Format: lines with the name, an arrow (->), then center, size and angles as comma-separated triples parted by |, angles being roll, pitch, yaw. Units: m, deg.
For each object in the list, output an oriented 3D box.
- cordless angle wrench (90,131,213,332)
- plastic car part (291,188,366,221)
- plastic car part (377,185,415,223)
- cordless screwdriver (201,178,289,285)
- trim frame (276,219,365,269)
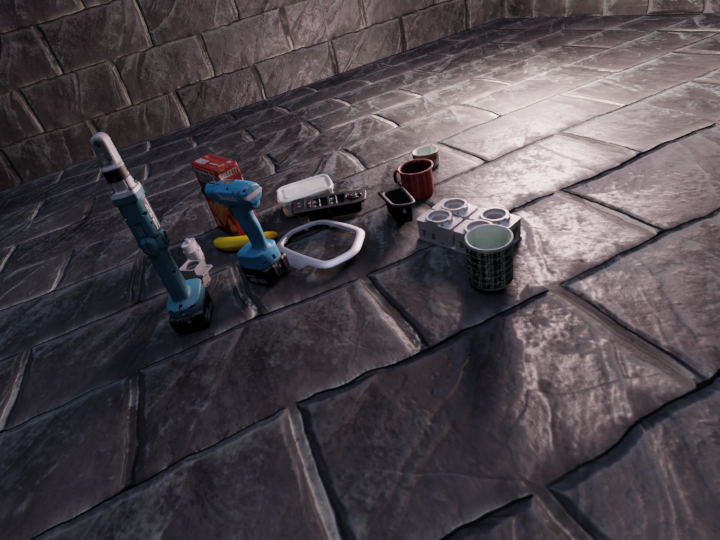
cordless angle wrench -> -0.400, -0.060, 0.813 | 0.074, 0.406, 0.102 | -15, 33, -1
plastic car part -> -0.080, -0.169, 1.130 | 0.204, 0.064, 0.068 | -13, 34, 5
plastic car part -> 0.094, -0.152, 1.031 | 0.066, 0.068, 0.122 | -18, 34, -4
cordless screwdriver -> -0.259, -0.088, 0.940 | 0.167, 0.239, 0.073 | 11, 40, 34
trim frame -> -0.101, -0.066, 1.030 | 0.263, 0.026, 0.181 | 20, 49, 41
